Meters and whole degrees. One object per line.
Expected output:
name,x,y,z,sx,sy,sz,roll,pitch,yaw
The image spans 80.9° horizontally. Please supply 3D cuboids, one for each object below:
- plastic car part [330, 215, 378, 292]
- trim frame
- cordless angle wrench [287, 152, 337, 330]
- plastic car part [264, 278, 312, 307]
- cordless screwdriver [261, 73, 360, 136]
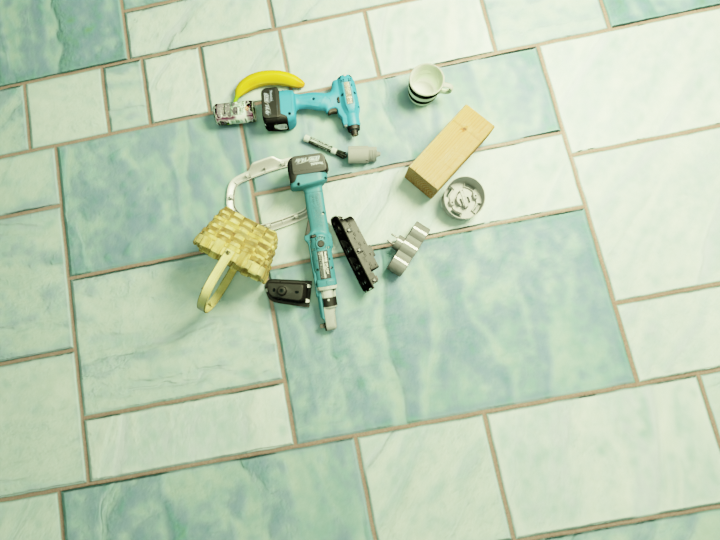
plastic car part,-0.007,-0.052,1.028,0.066,0.066,0.206,-28,82,-14
trim frame,-0.224,-0.198,1.080,0.249,0.027,0.187,-19,80,2
cordless angle wrench,-0.100,-0.065,1.024,0.097,0.075,0.423,-9,89,-6
plastic car part,-0.178,0.051,1.020,0.117,0.070,0.066,6,83,0
cordless screwdriver,-0.125,-0.404,1.081,0.248,0.074,0.161,-10,82,-2
